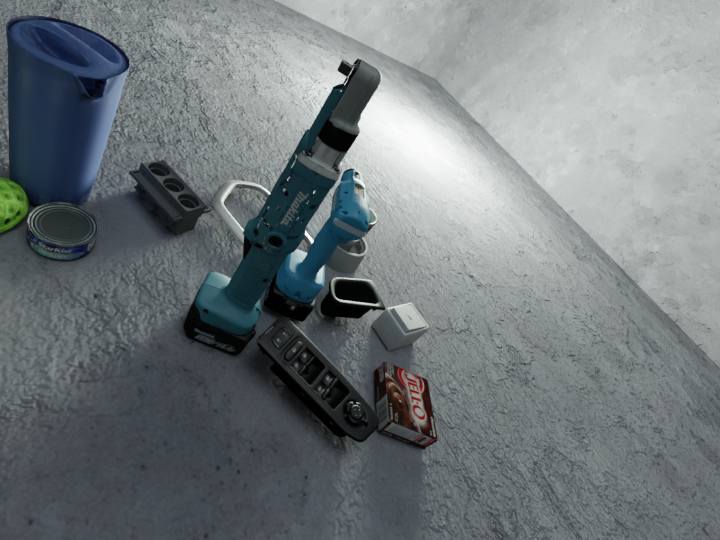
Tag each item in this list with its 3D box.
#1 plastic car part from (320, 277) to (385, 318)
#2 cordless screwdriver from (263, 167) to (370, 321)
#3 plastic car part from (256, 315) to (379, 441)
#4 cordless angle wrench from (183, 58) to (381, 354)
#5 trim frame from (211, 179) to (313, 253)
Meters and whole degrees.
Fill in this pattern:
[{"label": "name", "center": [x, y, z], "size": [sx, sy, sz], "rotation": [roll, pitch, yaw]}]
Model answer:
[{"label": "plastic car part", "center": [-0.026, 0.057, 0.751], "size": [0.111, 0.071, 0.069], "rotation": [6, 45, -37]}, {"label": "cordless screwdriver", "center": [-0.066, -0.043, 0.680], "size": [0.072, 0.249, 0.163], "rotation": [26, 36, -19]}, {"label": "plastic car part", "center": [-0.065, 0.163, 0.594], "size": [0.206, 0.067, 0.065], "rotation": [41, 34, 8]}, {"label": "cordless angle wrench", "center": [-0.100, -0.050, 0.504], "size": [0.095, 0.424, 0.076], "rotation": [28, 36, -17]}, {"label": "trim frame", "center": [-0.185, -0.092, 0.834], "size": [0.255, 0.027, 0.179], "rotation": [45, 35, 14]}]
